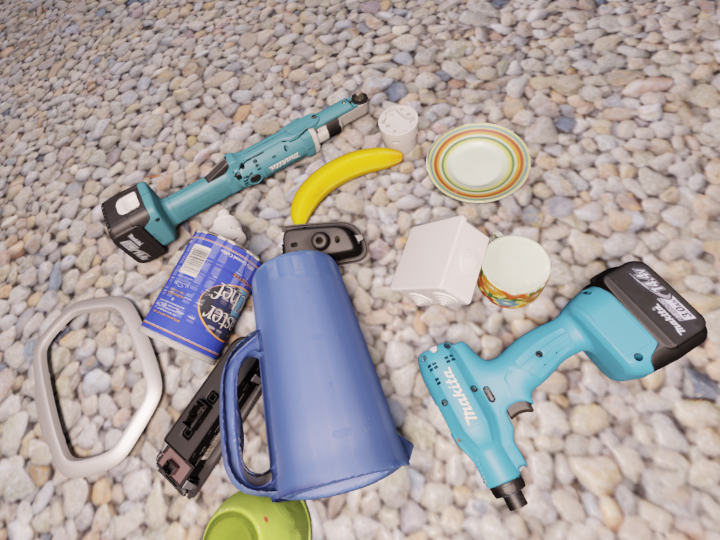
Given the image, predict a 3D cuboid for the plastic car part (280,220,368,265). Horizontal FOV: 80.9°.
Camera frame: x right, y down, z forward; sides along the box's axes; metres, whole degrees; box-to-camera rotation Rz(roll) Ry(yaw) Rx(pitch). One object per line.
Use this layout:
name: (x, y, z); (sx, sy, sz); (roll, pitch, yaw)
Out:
plastic car part: (-0.053, -0.035, 0.543); (0.119, 0.069, 0.066); (-6, 87, 13)

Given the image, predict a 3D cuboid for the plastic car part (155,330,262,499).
plastic car part: (-0.170, 0.155, 0.499); (0.070, 0.064, 0.202); (25, 71, 29)

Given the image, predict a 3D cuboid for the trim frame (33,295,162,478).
trim frame: (-0.363, 0.144, 0.572); (0.183, 0.026, 0.260); (-35, 63, -5)

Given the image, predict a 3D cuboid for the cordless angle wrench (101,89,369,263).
cordless angle wrench: (-0.170, -0.156, 0.636); (0.421, 0.094, 0.078); (-30, 63, -6)

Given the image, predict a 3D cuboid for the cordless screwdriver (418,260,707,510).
cordless screwdriver: (0.201, 0.107, 0.417); (0.250, 0.071, 0.166); (-28, 62, 5)
